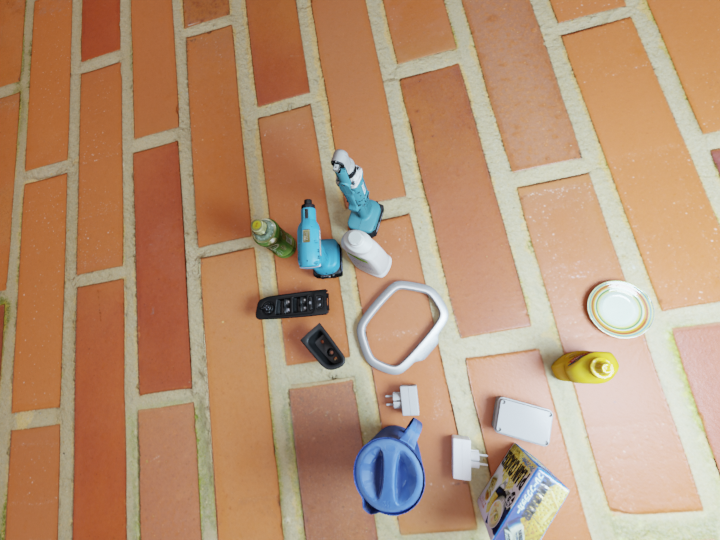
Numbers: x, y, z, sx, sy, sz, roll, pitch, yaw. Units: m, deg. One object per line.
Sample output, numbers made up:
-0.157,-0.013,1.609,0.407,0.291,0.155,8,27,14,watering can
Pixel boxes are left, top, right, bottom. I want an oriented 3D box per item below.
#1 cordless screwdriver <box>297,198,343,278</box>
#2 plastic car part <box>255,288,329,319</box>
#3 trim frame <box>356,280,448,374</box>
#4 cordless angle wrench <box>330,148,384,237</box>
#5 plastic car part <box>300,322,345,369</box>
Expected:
-0.102,-0.067,1.044,0.075,0.241,0.161,-5,78,8,cordless screwdriver
-0.177,0.094,1.115,0.206,0.065,0.067,-7,77,11,plastic car part
0.103,0.140,1.058,0.191,0.026,0.248,40,88,18,trim frame
-0.010,-0.173,0.958,0.076,0.410,0.098,16,82,11,cordless angle wrench
-0.085,0.200,1.066,0.066,0.068,0.120,-42,73,0,plastic car part
